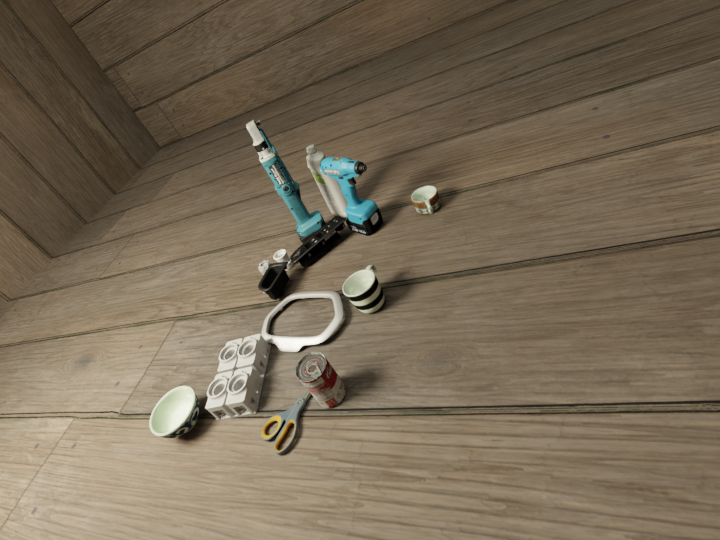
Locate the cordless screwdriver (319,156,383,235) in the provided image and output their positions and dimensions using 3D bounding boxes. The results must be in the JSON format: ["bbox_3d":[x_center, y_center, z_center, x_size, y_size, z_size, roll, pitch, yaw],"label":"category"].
[{"bbox_3d":[-0.007,-0.212,1.197,0.168,0.237,0.074,17,55,46],"label":"cordless screwdriver"}]

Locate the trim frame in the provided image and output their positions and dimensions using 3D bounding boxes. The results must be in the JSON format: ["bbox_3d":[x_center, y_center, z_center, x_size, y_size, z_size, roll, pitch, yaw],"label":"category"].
[{"bbox_3d":[-0.150,0.125,1.079,0.259,0.026,0.185,-4,44,31],"label":"trim frame"}]

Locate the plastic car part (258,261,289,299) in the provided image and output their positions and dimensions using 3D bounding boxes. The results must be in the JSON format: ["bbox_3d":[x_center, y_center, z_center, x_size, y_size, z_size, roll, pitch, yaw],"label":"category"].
[{"bbox_3d":[-0.242,0.038,1.211,0.068,0.067,0.118,-8,41,28],"label":"plastic car part"}]

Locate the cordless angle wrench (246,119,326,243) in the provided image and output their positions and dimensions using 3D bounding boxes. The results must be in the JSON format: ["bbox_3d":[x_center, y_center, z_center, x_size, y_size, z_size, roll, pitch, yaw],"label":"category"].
[{"bbox_3d":[-0.221,-0.252,1.254,0.098,0.403,0.078,-27,34,2],"label":"cordless angle wrench"}]

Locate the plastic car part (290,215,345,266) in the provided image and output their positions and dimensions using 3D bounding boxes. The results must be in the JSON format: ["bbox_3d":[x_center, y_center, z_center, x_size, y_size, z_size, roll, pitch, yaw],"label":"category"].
[{"bbox_3d":[-0.124,-0.081,1.272,0.201,0.064,0.070,-38,36,-10],"label":"plastic car part"}]
